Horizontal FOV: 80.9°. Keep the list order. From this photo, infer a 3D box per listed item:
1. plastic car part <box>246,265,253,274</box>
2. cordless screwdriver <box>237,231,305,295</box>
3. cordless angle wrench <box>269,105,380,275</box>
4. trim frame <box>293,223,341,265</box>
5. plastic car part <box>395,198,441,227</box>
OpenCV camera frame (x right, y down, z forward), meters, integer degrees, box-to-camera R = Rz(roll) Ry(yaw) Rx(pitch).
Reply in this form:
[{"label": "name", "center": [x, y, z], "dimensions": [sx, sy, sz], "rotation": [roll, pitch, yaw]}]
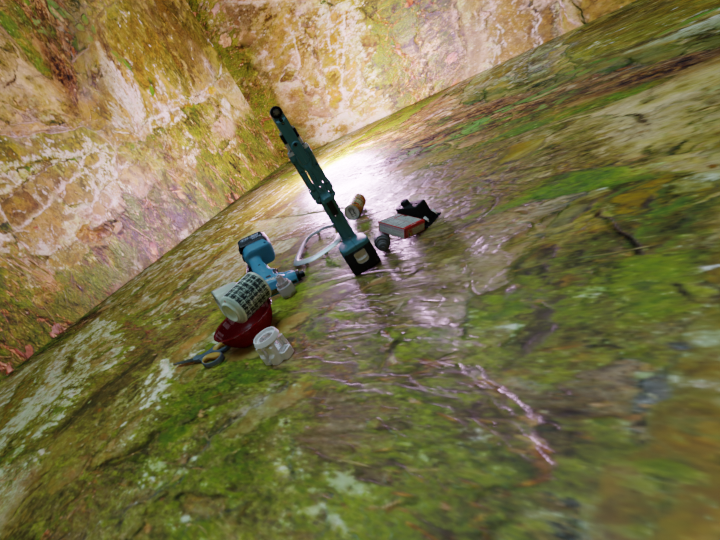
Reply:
[{"label": "plastic car part", "center": [-0.333, 0.016, 1.331], "dimensions": [0.066, 0.065, 0.209], "rotation": [-38, 20, 2]}, {"label": "cordless screwdriver", "center": [-0.265, -0.021, 1.231], "dimensions": [0.158, 0.071, 0.262], "rotation": [-24, 42, -8]}, {"label": "cordless angle wrench", "center": [-0.088, -0.182, 0.966], "dimensions": [0.074, 0.410, 0.101], "rotation": [-31, 19, -1]}, {"label": "trim frame", "center": [-0.129, -0.084, 1.319], "dimensions": [0.188, 0.026, 0.253], "rotation": [-23, 26, 17]}, {"label": "plastic car part", "center": [0.130, -0.149, 1.072], "dimensions": [0.065, 0.068, 0.122], "rotation": [-41, 27, -29]}]
